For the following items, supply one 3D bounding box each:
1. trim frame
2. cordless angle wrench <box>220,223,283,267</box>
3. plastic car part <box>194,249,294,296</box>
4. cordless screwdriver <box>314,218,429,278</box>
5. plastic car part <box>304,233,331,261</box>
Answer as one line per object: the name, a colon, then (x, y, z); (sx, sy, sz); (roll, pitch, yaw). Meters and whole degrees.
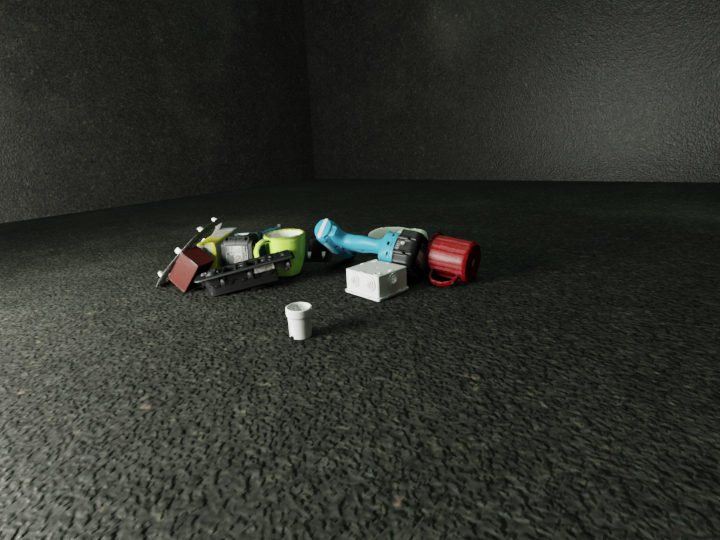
trim frame: (-0.391, -0.049, 0.979); (0.027, 0.185, 0.251); (38, 22, -12)
cordless angle wrench: (-0.259, -0.072, 1.122); (0.075, 0.097, 0.424); (-2, 13, 3)
plastic car part: (-0.234, 0.008, 0.864); (0.200, 0.065, 0.069); (-11, 24, -11)
cordless screwdriver: (0.032, -0.043, 0.930); (0.262, 0.075, 0.150); (14, -16, 32)
plastic car part: (-0.107, -0.070, 1.093); (0.067, 0.069, 0.117); (0, 19, 5)
